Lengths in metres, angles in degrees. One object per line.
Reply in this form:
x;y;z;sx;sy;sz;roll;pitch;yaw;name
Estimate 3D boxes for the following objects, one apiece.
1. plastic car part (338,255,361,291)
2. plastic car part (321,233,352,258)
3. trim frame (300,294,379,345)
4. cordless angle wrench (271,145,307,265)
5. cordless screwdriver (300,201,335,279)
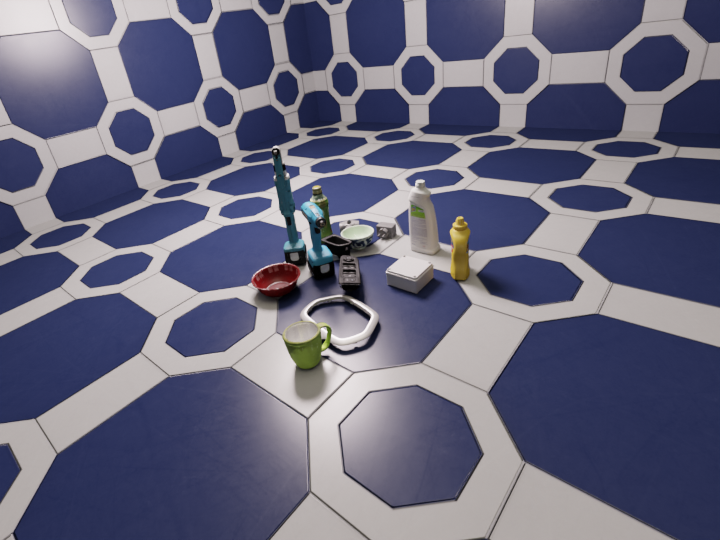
-0.033;0.012;1.341;0.067;0.065;0.208;-7;30;2;plastic car part
-0.078;-0.079;1.504;0.064;0.069;0.123;-27;34;-30;plastic car part
-0.063;0.134;1.181;0.179;0.026;0.263;-28;35;-29;trim frame
-0.251;-0.217;1.446;0.075;0.410;0.101;-6;28;1;cordless angle wrench
-0.133;-0.087;1.362;0.073;0.241;0.167;-16;30;-16;cordless screwdriver
